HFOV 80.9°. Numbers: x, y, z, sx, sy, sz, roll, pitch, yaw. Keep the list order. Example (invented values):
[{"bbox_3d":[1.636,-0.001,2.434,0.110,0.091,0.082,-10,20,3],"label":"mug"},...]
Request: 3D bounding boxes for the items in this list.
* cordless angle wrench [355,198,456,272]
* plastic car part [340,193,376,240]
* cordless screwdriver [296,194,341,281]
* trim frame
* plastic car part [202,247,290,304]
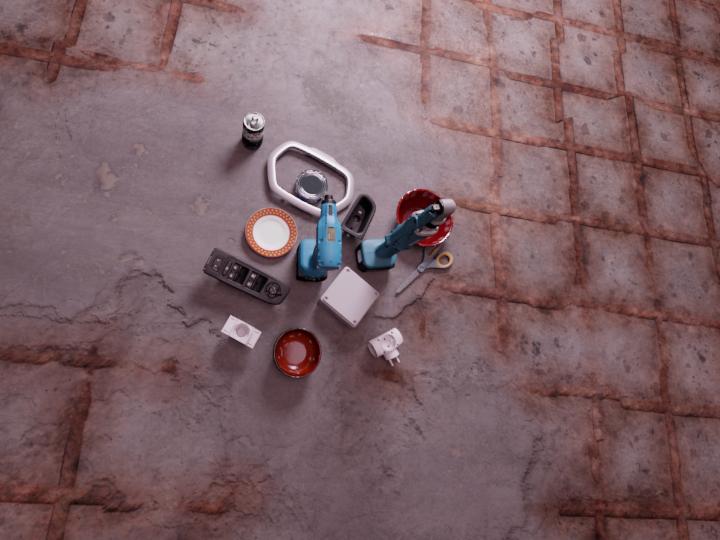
[{"bbox_3d":[0.092,-0.072,0.915,0.096,0.427,0.075,-5,81,-18],"label":"cordless angle wrench"},{"bbox_3d":[-0.007,-0.135,1.097,0.065,0.071,0.117,29,72,-7],"label":"plastic car part"},{"bbox_3d":[-0.094,-0.062,0.966,0.073,0.251,0.161,3,77,-16],"label":"cordless screwdriver"},{"bbox_3d":[-0.132,-0.245,1.123,0.246,0.027,0.185,26,72,-4],"label":"trim frame"},{"bbox_3d":[-0.268,0.022,1.004,0.201,0.067,0.066,26,72,-5],"label":"plastic car part"}]
